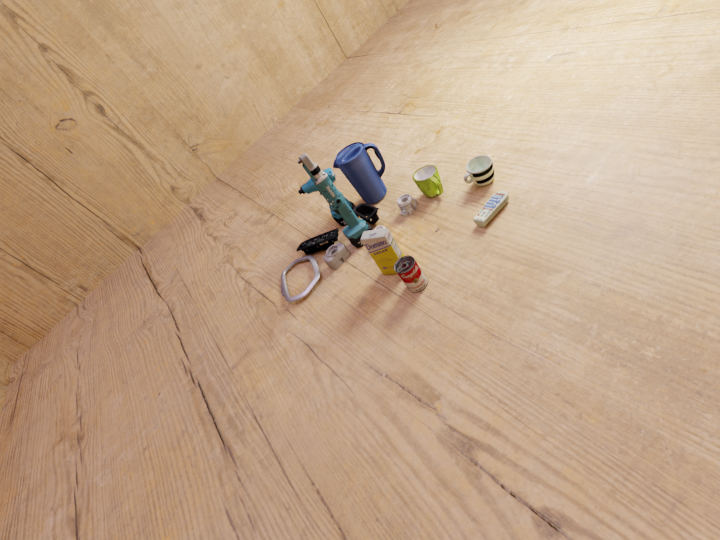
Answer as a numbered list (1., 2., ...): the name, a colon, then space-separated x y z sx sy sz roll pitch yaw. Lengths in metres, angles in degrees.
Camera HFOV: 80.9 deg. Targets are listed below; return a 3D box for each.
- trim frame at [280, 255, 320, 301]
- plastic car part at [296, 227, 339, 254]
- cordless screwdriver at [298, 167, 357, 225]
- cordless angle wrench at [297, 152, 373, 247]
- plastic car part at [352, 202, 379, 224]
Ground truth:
1. trim frame: -0.242 0.030 1.660 0.185 0.026 0.260 -35 37 6
2. plastic car part: -0.167 -0.109 1.708 0.210 0.064 0.067 -13 43 30
3. cordless screwdriver: -0.128 -0.284 1.712 0.161 0.236 0.077 -27 36 15
4. cordless angle wrench: -0.090 -0.253 1.510 0.098 0.402 0.078 -40 35 -2
5. plastic car part: 0.029 -0.215 1.648 0.066 0.067 0.123 -45 37 -9
